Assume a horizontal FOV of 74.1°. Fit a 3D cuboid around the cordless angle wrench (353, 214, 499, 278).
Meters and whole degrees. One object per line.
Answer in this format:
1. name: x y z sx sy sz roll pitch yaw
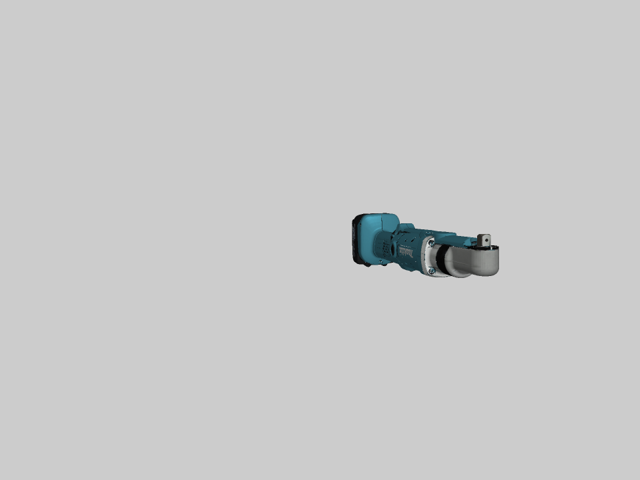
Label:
1. cordless angle wrench: 0.128 0.010 0.606 0.074 0.098 0.423 -2 4 -9
